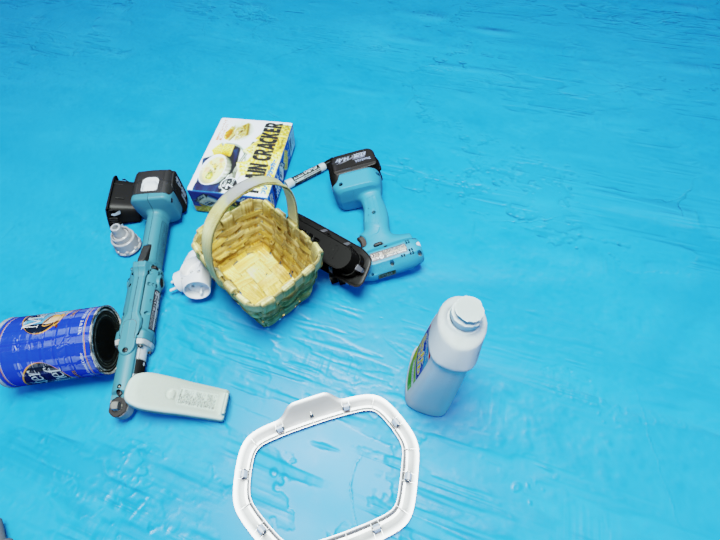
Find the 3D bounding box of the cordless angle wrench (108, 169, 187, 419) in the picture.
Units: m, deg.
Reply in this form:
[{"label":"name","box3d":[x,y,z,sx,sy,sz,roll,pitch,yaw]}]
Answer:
[{"label":"cordless angle wrench","box3d":[-0.355,0.020,0.697,0.074,0.095,0.436,-5,60,-3]}]

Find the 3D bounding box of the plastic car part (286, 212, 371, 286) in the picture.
[{"label":"plastic car part","box3d":[-0.068,-0.045,0.699,0.214,0.063,0.066,31,80,32]}]

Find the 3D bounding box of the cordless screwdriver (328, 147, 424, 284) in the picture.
[{"label":"cordless screwdriver","box3d":[-0.005,-0.094,0.757,0.159,0.071,0.259,-19,60,1]}]

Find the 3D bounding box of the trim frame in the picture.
[{"label":"trim frame","box3d":[-0.043,0.256,0.547,0.247,0.026,0.192,-17,56,-6]}]

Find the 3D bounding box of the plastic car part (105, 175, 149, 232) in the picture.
[{"label":"plastic car part","box3d":[-0.449,-0.137,0.826,0.069,0.065,0.121,2,51,-16]}]
